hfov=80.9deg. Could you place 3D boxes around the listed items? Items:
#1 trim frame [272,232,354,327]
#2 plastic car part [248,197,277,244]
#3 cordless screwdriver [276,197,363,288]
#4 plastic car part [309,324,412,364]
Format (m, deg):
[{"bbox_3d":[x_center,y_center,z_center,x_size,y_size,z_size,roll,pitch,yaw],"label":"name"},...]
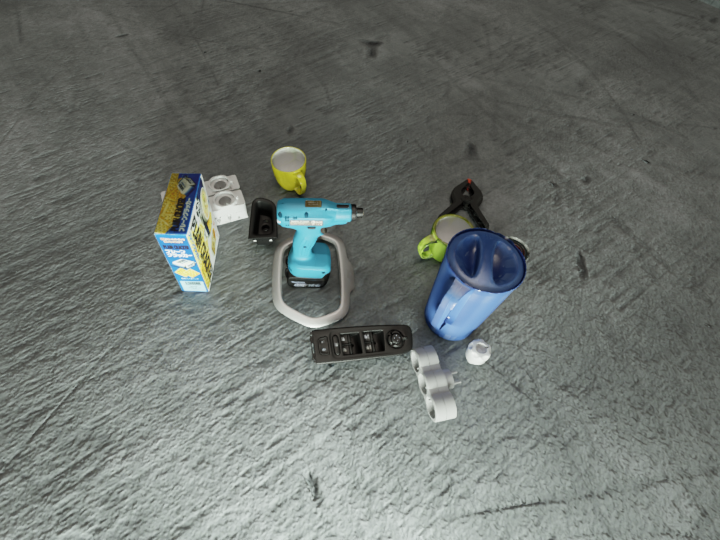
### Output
[{"bbox_3d":[-0.105,0.012,0.945,0.183,0.027,0.257,-3,56,-3],"label":"trim frame"},{"bbox_3d":[-0.226,-0.106,0.997,0.065,0.069,0.120,-2,56,-6],"label":"plastic car part"},{"bbox_3d":[-0.084,-0.055,0.861,0.158,0.242,0.076,2,57,-4],"label":"cordless screwdriver"},{"bbox_3d":[0.004,0.149,0.830,0.201,0.065,0.069,-6,57,-6],"label":"plastic car part"}]
